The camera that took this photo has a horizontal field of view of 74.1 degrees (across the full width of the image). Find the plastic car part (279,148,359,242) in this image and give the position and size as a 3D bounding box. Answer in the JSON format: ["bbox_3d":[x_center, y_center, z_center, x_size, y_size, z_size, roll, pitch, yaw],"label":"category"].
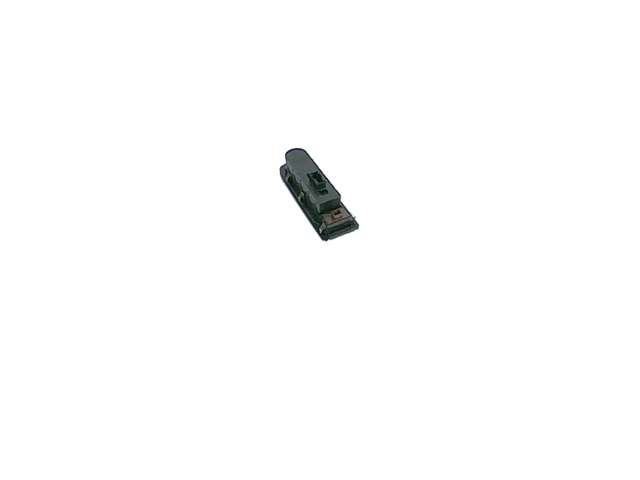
[{"bbox_3d":[-0.014,-0.088,0.707,0.066,0.067,0.203,-27,50,-10],"label":"plastic car part"}]
